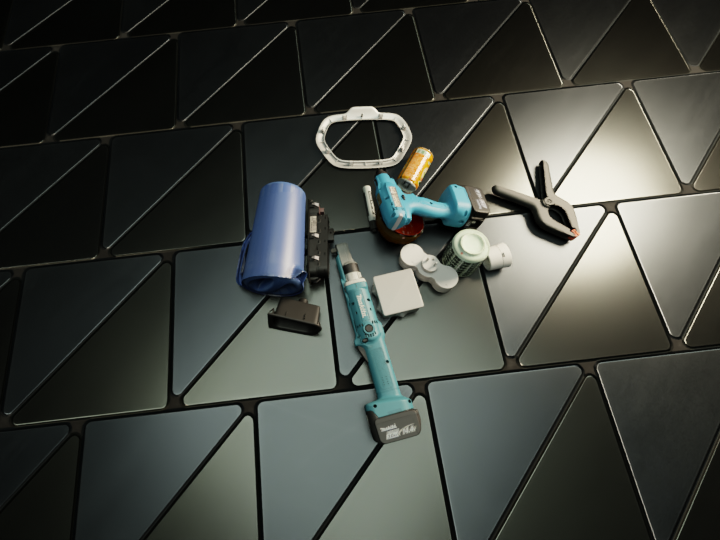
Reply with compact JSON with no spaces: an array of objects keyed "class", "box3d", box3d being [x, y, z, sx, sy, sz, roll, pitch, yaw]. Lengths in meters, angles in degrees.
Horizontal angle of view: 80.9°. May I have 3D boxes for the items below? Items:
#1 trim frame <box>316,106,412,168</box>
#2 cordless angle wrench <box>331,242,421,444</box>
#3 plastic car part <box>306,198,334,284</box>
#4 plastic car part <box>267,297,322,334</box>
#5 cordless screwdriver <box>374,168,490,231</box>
[{"class":"trim frame","box3d":[0.009,-0.346,1.095,0.250,0.027,0.188,-2,68,3]},{"class":"cordless angle wrench","box3d":[0.015,0.130,0.888,0.097,0.072,0.437,-15,67,-4]},{"class":"plastic car part","box3d":[-0.094,-0.061,0.958,0.067,0.065,0.207,3,65,-1]},{"class":"plastic car part","box3d":[-0.137,0.093,0.915,0.117,0.064,0.072,8,56,0]},{"class":"cordless screwdriver","box3d":[0.152,-0.162,0.956,0.242,0.073,0.165,0,53,-17]}]
